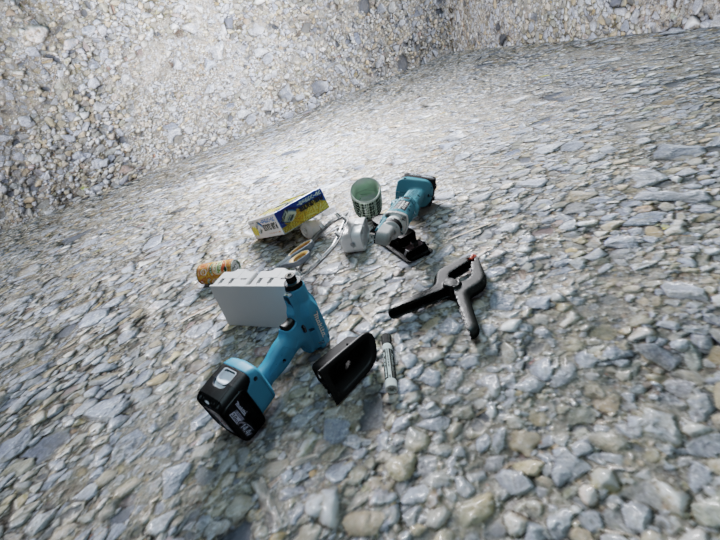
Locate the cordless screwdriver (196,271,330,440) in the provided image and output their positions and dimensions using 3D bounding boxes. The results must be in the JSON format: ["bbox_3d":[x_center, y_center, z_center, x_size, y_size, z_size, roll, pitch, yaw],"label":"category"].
[{"bbox_3d":[-0.150,0.129,0.684,0.078,0.153,0.246,8,41,37],"label":"cordless screwdriver"}]

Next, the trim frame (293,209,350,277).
[{"bbox_3d":[-0.101,-0.066,1.028,0.187,0.027,0.252,-35,24,32],"label":"trim frame"}]

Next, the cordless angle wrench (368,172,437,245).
[{"bbox_3d":[0.098,-0.139,0.955,0.101,0.073,0.420,11,27,13],"label":"cordless angle wrench"}]

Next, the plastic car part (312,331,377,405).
[{"bbox_3d":[-0.032,0.149,0.689,0.074,0.064,0.114,-5,27,48],"label":"plastic car part"}]

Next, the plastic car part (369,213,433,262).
[{"bbox_3d":[0.080,-0.086,0.994,0.066,0.064,0.213,-32,30,-11],"label":"plastic car part"}]
